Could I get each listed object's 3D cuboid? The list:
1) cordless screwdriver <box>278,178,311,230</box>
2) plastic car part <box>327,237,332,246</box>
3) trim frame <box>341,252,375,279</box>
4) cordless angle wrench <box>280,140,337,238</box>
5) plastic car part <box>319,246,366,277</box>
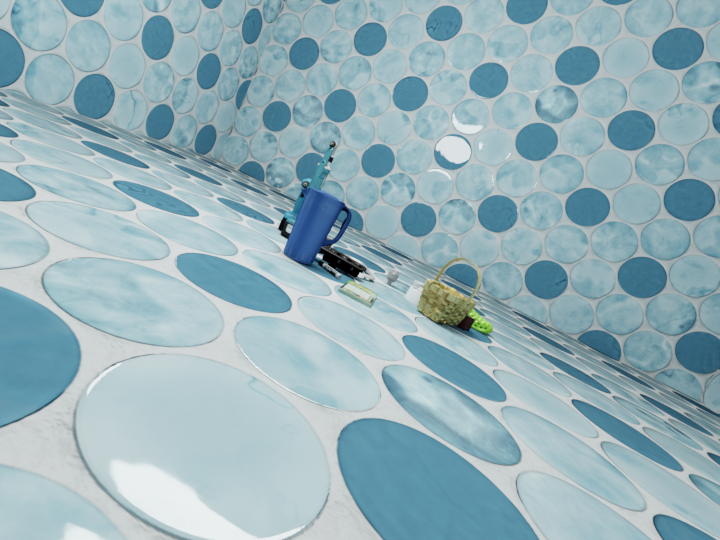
[{"bbox_3d":[-0.265,-0.271,1.778,0.074,0.248,0.160,25,9,-5],"label":"cordless screwdriver"},{"bbox_3d":[-0.165,-0.108,1.690,0.116,0.071,0.066,25,9,-4],"label":"plastic car part"},{"bbox_3d":[-0.025,-0.018,1.690,0.179,0.027,0.256,22,10,-17],"label":"trim frame"},{"bbox_3d":[-0.190,-0.315,1.683,0.077,0.422,0.095,29,9,18],"label":"cordless angle wrench"},{"bbox_3d":[-0.074,-0.032,1.528,0.202,0.067,0.067,25,9,-2],"label":"plastic car part"}]
